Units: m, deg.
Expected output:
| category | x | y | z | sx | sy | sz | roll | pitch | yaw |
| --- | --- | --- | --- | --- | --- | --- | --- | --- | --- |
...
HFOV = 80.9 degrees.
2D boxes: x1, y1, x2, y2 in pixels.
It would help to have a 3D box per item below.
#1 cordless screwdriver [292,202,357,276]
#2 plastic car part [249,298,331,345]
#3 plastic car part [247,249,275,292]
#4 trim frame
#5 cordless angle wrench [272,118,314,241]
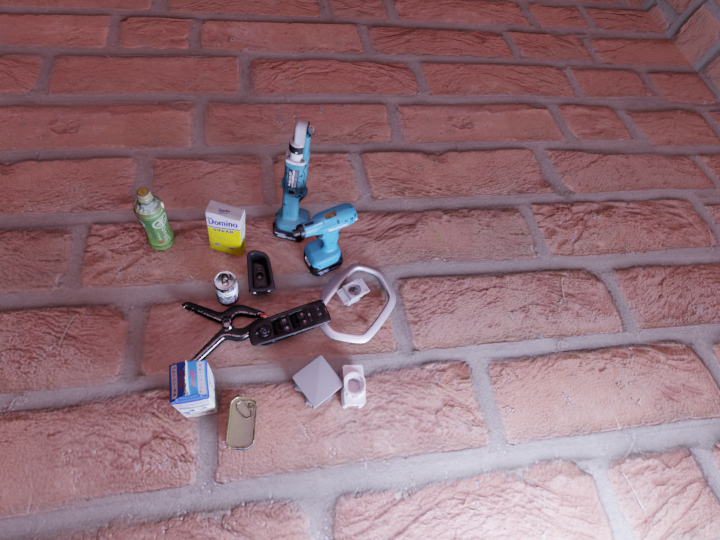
| category | x | y | z | sx | sy | sz | roll | pitch | yaw |
| --- | --- | --- | --- | --- | --- | --- | --- | --- | --- |
| cordless screwdriver | -0.105 | -0.069 | 1.076 | 0.156 | 0.245 | 0.077 | -22 | 70 | -21 |
| plastic car part | -0.180 | 0.137 | 1.053 | 0.199 | 0.066 | 0.069 | -16 | 66 | -16 |
| plastic car part | -0.265 | 0.012 | 1.110 | 0.065 | 0.070 | 0.120 | -7 | 62 | -14 |
| trim frame | -0.014 | 0.083 | 1.127 | 0.188 | 0.027 | 0.247 | 33 | 62 | 11 |
| cordless angle wrench | -0.164 | -0.213 | 1.051 | 0.098 | 0.417 | 0.075 | 16 | 61 | -4 |
